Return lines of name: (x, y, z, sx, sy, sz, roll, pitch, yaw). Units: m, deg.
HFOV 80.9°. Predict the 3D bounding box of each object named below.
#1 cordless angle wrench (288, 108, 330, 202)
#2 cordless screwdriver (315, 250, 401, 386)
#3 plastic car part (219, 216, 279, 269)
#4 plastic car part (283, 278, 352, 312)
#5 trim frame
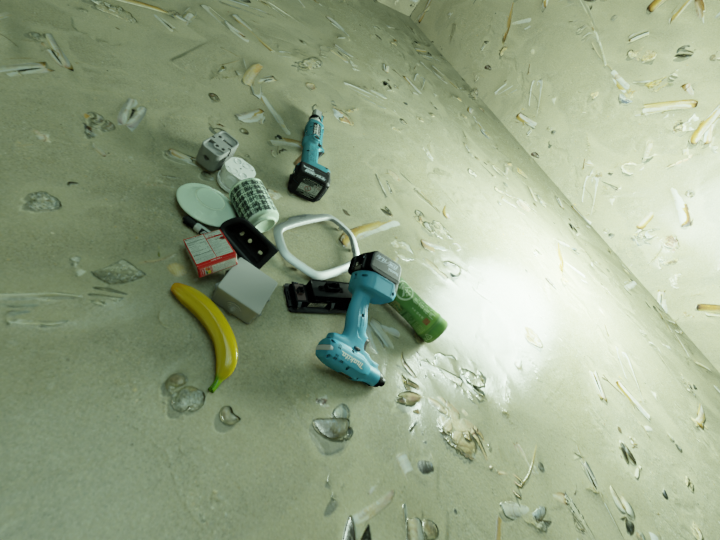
cordless angle wrench: (-0.136, -0.359, 1.211, 0.094, 0.075, 0.436, 23, 40, -22)
cordless screwdriver: (0.018, 0.096, 0.842, 0.152, 0.077, 0.251, 35, 60, -26)
plastic car part: (-0.224, -0.057, 0.853, 0.118, 0.066, 0.070, 46, -4, 4)
plastic car part: (-0.059, 0.049, 0.890, 0.193, 0.067, 0.069, 10, 42, -36)
trim frame: (-0.097, -0.063, 0.992, 0.240, 0.028, 0.189, -22, 69, -46)
